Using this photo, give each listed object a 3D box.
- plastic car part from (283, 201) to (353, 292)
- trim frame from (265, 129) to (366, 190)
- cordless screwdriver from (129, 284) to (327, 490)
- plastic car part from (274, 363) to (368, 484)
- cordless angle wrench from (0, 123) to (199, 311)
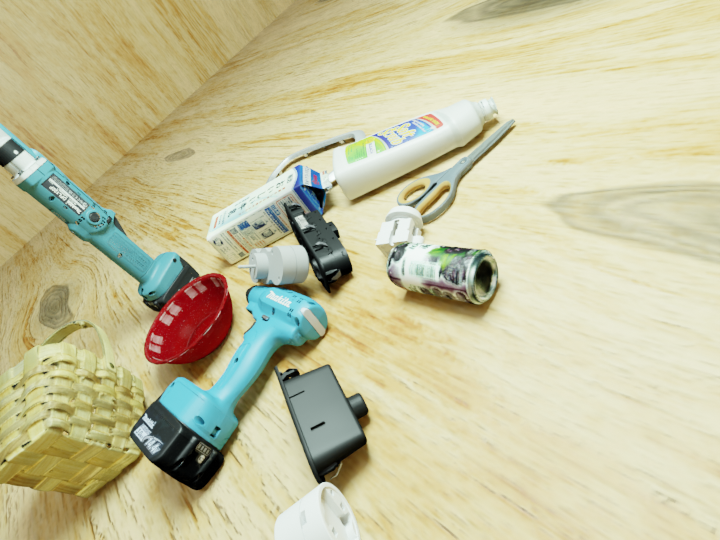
[{"bbox_3d":[-0.060,-0.040,0.618,0.066,0.064,0.213,-14,34,-11],"label":"plastic car part"},{"bbox_3d":[-0.095,-0.211,0.848,0.258,0.026,0.187,-11,46,34],"label":"trim frame"},{"bbox_3d":[-0.166,0.119,0.528,0.168,0.071,0.247,14,57,48],"label":"cordless screwdriver"},{"bbox_3d":[-0.030,0.138,0.408,0.070,0.063,0.123,-29,38,-11],"label":"plastic car part"},{"bbox_3d":[-0.440,-0.083,0.685,0.078,0.402,0.098,-6,45,37],"label":"cordless angle wrench"}]
